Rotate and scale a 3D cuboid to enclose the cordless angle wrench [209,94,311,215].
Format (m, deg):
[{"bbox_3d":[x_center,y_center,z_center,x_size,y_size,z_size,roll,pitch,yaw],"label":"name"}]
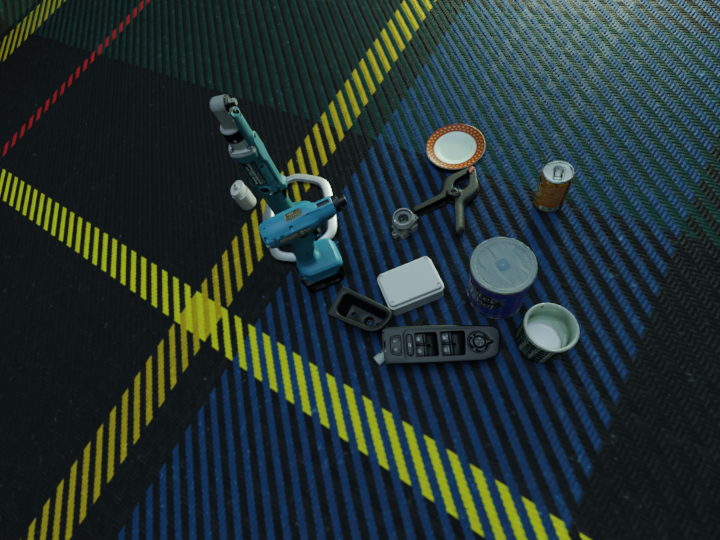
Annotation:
[{"bbox_3d":[-0.180,-0.175,0.815,0.100,0.405,0.076,-5,65,10],"label":"cordless angle wrench"}]

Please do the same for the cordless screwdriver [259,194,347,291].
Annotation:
[{"bbox_3d":[-0.080,-0.053,0.822,0.160,0.238,0.077,-24,63,2],"label":"cordless screwdriver"}]

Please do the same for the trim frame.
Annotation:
[{"bbox_3d":[-0.149,-0.130,1.001,0.186,0.026,0.257,-16,62,8],"label":"trim frame"}]

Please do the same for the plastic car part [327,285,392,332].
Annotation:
[{"bbox_3d":[0.006,0.090,0.825,0.122,0.068,0.066,22,73,23],"label":"plastic car part"}]

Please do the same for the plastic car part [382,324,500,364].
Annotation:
[{"bbox_3d":[0.145,0.137,0.764,0.207,0.064,0.068,-6,64,13],"label":"plastic car part"}]
